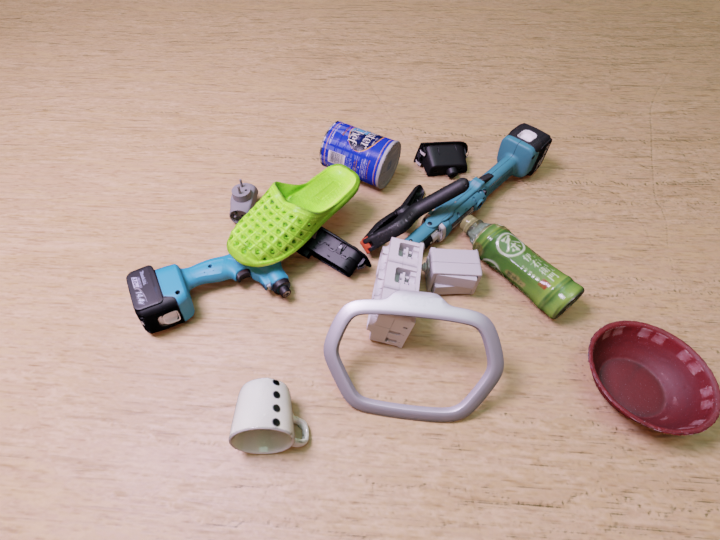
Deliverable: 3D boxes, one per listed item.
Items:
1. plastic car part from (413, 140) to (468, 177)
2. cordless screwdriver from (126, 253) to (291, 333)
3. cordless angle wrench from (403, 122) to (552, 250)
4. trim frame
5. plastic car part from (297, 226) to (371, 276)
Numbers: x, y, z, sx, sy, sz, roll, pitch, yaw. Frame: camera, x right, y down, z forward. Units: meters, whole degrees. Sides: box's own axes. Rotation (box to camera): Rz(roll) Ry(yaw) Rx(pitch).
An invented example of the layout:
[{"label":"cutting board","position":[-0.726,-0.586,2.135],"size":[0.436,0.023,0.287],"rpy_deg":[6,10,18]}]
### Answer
[{"label":"plastic car part","position":[0.183,-0.233,0.909],"size":[0.116,0.065,0.073],"rpy_deg":[-3,68,-5]},{"label":"cordless screwdriver","position":[-0.250,0.026,0.714],"size":[0.243,0.072,0.167],"rpy_deg":[-26,57,-22]},{"label":"cordless angle wrench","position":[0.212,-0.143,0.823],"size":[0.418,0.094,0.078],"rpy_deg":[-40,63,-20]},{"label":"trim frame","position":[0.072,0.121,0.593],"size":[0.252,0.183,0.027],"rpy_deg":[5,8,7]},{"label":"plastic car part","position":[-0.075,-0.049,0.771],"size":[0.211,0.064,0.067],"rpy_deg":[27,67,20]}]
